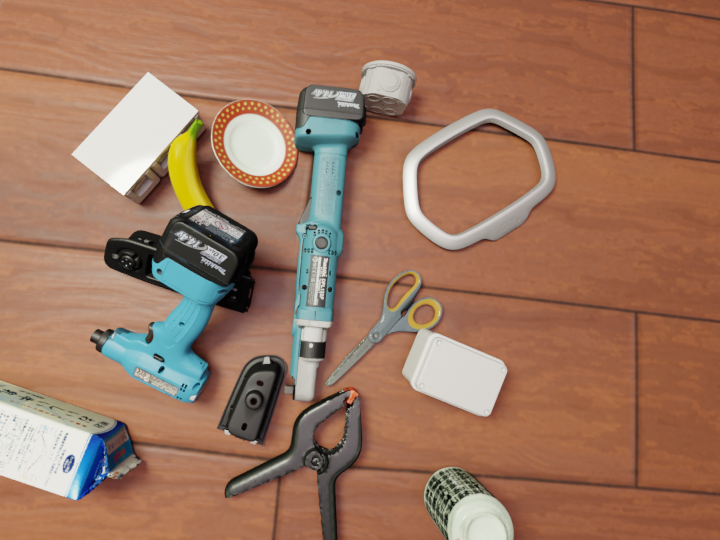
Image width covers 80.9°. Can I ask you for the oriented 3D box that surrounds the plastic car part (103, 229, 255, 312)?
[{"bbox_3d":[-0.239,-0.010,0.568,0.201,0.065,0.068,14,44,-5],"label":"plastic car part"}]

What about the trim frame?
[{"bbox_3d":[0.175,-0.137,0.632,0.246,0.027,0.186,-32,84,-9],"label":"trim frame"}]

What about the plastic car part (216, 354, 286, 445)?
[{"bbox_3d":[-0.138,0.168,0.547,0.065,0.071,0.117,20,85,-5],"label":"plastic car part"}]

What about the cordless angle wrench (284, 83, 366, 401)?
[{"bbox_3d":[-0.057,-0.037,0.583,0.097,0.074,0.425,5,84,-5],"label":"cordless angle wrench"}]

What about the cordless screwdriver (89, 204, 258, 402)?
[{"bbox_3d":[-0.233,0.038,0.514,0.159,0.075,0.247,27,112,-1],"label":"cordless screwdriver"}]
